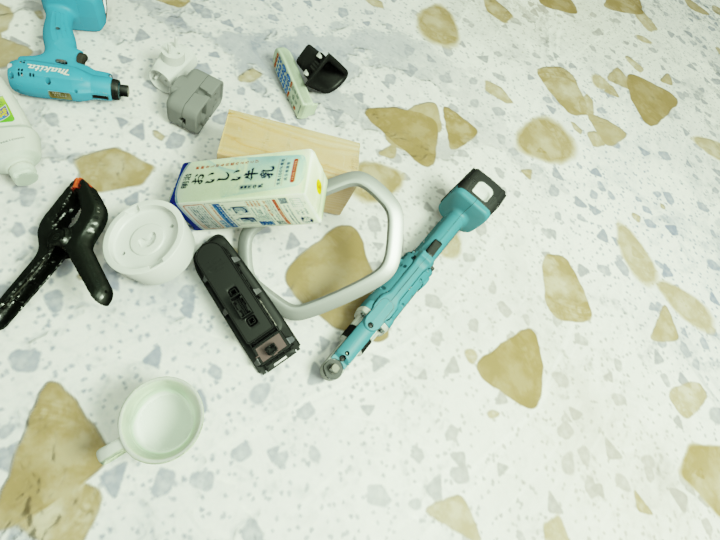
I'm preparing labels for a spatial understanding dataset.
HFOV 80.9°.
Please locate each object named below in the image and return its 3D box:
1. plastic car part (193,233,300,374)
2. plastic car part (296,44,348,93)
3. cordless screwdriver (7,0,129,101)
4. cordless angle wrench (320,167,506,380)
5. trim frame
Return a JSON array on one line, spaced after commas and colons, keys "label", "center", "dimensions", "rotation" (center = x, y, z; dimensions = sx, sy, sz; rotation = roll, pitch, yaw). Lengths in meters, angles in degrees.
[{"label": "plastic car part", "center": [-0.165, 0.037, 0.565], "dimensions": [0.066, 0.065, 0.209], "rotation": [-36, 74, -2]}, {"label": "plastic car part", "center": [-0.076, -0.373, 0.773], "dimensions": [0.072, 0.066, 0.114], "rotation": [47, 21, 4]}, {"label": "cordless screwdriver", "center": [-0.449, -0.379, 0.680], "dimensions": [0.155, 0.075, 0.254], "rotation": [1, 69, -17]}, {"label": "cordless angle wrench", "center": [0.080, 0.002, 0.648], "dimensions": [0.075, 0.098, 0.419], "rotation": [42, 65, 2]}, {"label": "trim frame", "center": [-0.058, -0.038, 0.595], "dimensions": [0.251, 0.027, 0.187], "rotation": [-26, 81, 9]}]
